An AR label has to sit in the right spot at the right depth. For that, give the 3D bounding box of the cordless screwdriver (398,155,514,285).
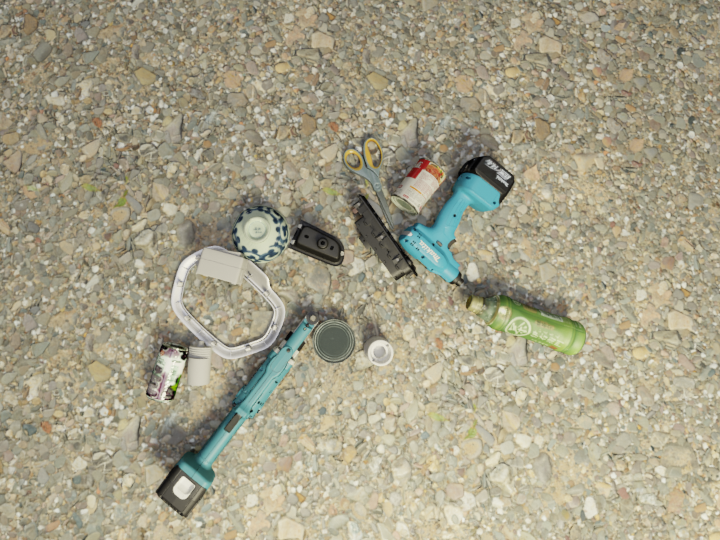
[{"bbox_3d":[0.211,-0.100,0.859,0.157,0.076,0.248,41,87,-9],"label":"cordless screwdriver"}]

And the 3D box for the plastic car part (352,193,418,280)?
[{"bbox_3d":[0.042,-0.059,0.857,0.067,0.065,0.205,-39,86,4],"label":"plastic car part"}]

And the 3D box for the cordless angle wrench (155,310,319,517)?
[{"bbox_3d":[-0.213,0.250,0.808,0.075,0.098,0.422,37,80,0],"label":"cordless angle wrench"}]

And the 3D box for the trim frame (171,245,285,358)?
[{"bbox_3d":[-0.270,0.063,0.856,0.251,0.027,0.184,42,83,6],"label":"trim frame"}]

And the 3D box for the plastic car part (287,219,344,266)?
[{"bbox_3d":[-0.083,-0.054,0.851,0.118,0.070,0.066,24,85,4],"label":"plastic car part"}]
